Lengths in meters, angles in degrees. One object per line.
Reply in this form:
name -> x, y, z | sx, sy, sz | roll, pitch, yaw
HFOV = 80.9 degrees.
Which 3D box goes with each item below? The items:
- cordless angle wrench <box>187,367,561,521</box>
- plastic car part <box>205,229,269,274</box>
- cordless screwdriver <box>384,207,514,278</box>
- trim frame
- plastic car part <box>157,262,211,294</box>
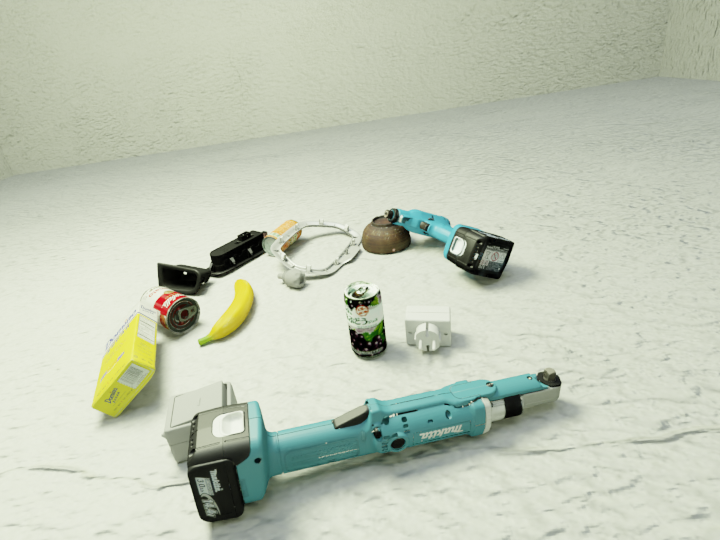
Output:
cordless angle wrench -> 0.031, 0.172, 0.472 | 0.417, 0.095, 0.077 | -9, 26, -9
plastic car part -> -0.284, -0.050, 1.008 | 0.070, 0.065, 0.199 | 20, 41, 29
cordless screwdriver -> 0.162, -0.070, 0.836 | 0.153, 0.074, 0.261 | 10, 16, -26
trim frame -> -0.095, -0.062, 0.968 | 0.190, 0.027, 0.246 | 18, 33, 16
plastic car part -> -0.375, 0.013, 0.922 | 0.120, 0.065, 0.070 | 5, 15, 19
